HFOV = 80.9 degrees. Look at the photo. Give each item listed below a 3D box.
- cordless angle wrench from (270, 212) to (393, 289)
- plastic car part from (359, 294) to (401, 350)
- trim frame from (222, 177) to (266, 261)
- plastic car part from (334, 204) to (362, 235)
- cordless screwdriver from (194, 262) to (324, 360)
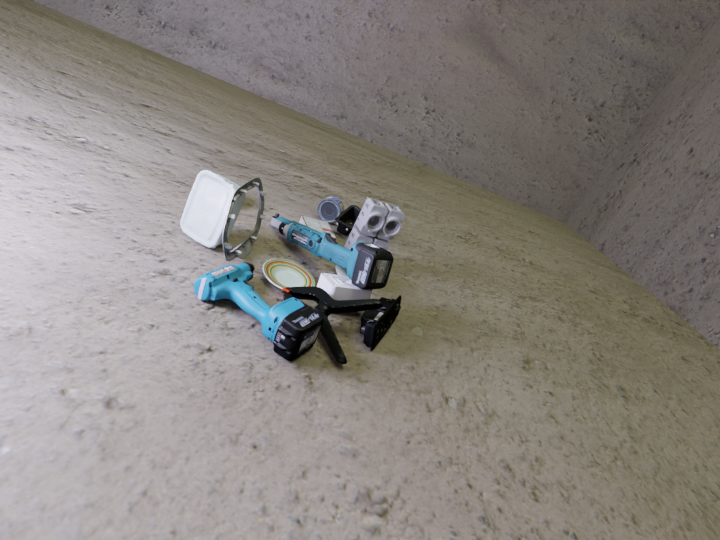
[{"bbox_3d":[-0.105,-0.069,1.077,0.071,0.097,0.448,3,17,-46],"label":"cordless angle wrench"},{"bbox_3d":[0.044,0.109,0.966,0.070,0.065,0.198,7,19,26],"label":"plastic car part"},{"bbox_3d":[-0.267,-0.119,0.994,0.028,0.181,0.250,12,24,1],"label":"trim frame"},{"bbox_3d":[-0.038,-0.156,1.382,0.067,0.070,0.115,30,42,9],"label":"plastic car part"},{"bbox_3d":[-0.188,0.062,0.839,0.258,0.073,0.155,28,25,18],"label":"cordless screwdriver"}]
